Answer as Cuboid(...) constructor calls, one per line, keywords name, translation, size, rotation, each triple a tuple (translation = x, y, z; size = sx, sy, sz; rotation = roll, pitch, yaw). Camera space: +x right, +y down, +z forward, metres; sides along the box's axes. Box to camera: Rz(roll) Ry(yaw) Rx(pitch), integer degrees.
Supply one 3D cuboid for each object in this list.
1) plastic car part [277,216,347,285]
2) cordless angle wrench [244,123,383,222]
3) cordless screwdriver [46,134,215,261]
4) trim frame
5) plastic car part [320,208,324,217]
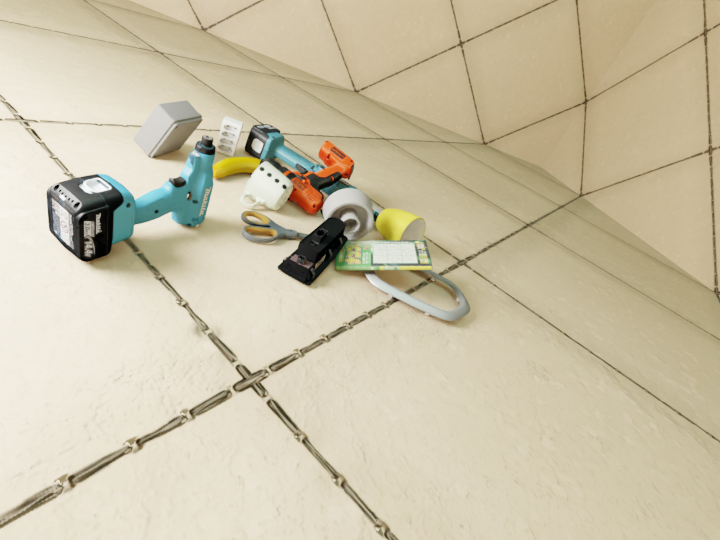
Cuboid(name="plastic car part", translation=(-0.077, -0.050, 0.784), size=(0.068, 0.066, 0.201), rotation=(19, 28, 12))
Cuboid(name="cordless angle wrench", translation=(-0.108, -0.240, 1.083), size=(0.435, 0.074, 0.096), rotation=(35, 30, 14))
Cuboid(name="cordless screwdriver", translation=(-0.315, -0.117, 0.623), size=(0.077, 0.158, 0.243), rotation=(34, 32, 13))
Cuboid(name="trim frame", translation=(0.104, 0.022, 0.845), size=(0.250, 0.027, 0.185), rotation=(23, 30, 1))
Cuboid(name="plastic car part", translation=(-0.022, -0.138, 0.971), size=(0.112, 0.070, 0.069), rotation=(5, 36, -28))
